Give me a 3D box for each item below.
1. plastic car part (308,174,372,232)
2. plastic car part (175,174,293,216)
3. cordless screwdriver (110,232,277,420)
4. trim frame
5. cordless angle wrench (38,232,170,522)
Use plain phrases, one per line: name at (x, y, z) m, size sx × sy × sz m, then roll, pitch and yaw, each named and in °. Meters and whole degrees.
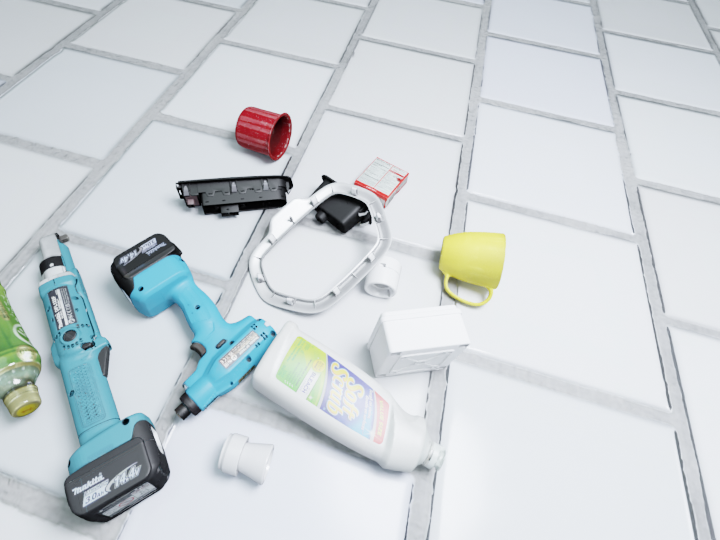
plastic car part at (-0.044, -0.109, 0.745) m, size 0.121 × 0.064 × 0.070 m, roll 36°, pitch 73°, yaw 21°
plastic car part at (-0.214, -0.132, 0.743) m, size 0.200 × 0.065 × 0.069 m, roll -10°, pitch 67°, yaw -12°
cordless screwdriver at (-0.255, 0.071, 0.591) m, size 0.257 × 0.073 × 0.157 m, roll 38°, pitch 60°, yaw 16°
trim frame at (-0.066, -0.043, 0.673) m, size 0.247 × 0.026 × 0.193 m, roll -44°, pitch 63°, yaw -8°
cordless angle wrench at (-0.375, 0.099, 0.565) m, size 0.096 × 0.072 × 0.443 m, roll -26°, pitch 59°, yaw -22°
